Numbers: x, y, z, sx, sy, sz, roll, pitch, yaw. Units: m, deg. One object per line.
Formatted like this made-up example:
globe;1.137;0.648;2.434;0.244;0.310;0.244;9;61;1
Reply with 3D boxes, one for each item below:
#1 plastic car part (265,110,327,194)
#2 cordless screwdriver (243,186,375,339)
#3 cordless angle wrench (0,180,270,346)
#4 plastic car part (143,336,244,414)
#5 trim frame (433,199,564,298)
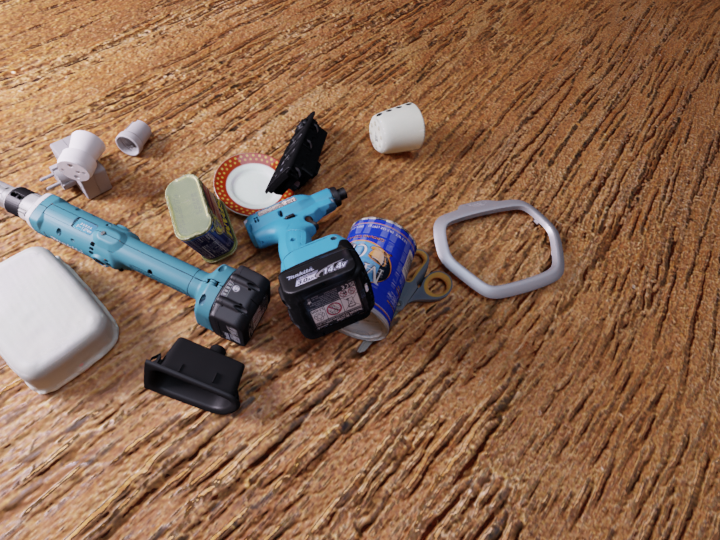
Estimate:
plastic car part;-0.093;-0.193;0.694;0.065;0.067;0.208;26;45;-21
cordless screwdriver;-0.054;-0.035;0.549;0.158;0.071;0.262;-26;37;-9
cordless angle wrench;-0.322;-0.031;0.555;0.428;0.096;0.075;24;62;6
plastic car part;-0.193;0.121;0.514;0.115;0.065;0.072;20;45;-6
trim frame;0.237;-0.046;0.716;0.243;0.027;0.190;-16;66;-18
